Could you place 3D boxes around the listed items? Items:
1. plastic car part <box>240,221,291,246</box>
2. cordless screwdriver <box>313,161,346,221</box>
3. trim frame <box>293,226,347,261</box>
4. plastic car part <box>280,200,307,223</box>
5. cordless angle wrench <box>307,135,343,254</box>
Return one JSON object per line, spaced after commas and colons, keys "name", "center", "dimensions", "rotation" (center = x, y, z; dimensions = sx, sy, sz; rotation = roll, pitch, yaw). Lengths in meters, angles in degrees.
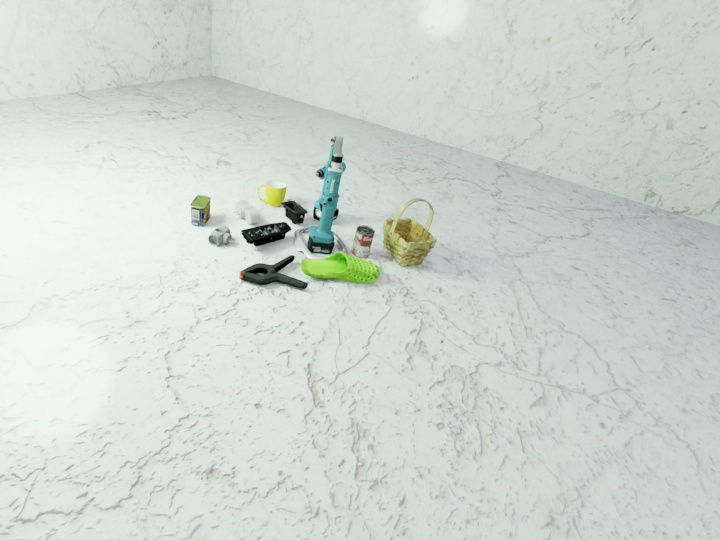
{"name": "plastic car part", "center": [-0.331, -0.126, 1.513], "dimensions": [0.070, 0.066, 0.196], "rotation": [34, 40, 30]}
{"name": "cordless screwdriver", "center": [-0.137, -0.305, 1.672], "dimensions": [0.078, 0.244, 0.155], "rotation": [30, 36, 24]}
{"name": "trim frame", "center": [-0.152, -0.100, 1.556], "dimensions": [0.178, 0.027, 0.262], "rotation": [-6, 36, -23]}
{"name": "plastic car part", "center": [-0.262, -0.222, 1.672], "dimensions": [0.063, 0.069, 0.123], "rotation": [-15, 41, -36]}
{"name": "cordless angle wrench", "center": [-0.107, -0.251, 1.443], "dimensions": [0.097, 0.415, 0.077], "rotation": [8, 32, -8]}
